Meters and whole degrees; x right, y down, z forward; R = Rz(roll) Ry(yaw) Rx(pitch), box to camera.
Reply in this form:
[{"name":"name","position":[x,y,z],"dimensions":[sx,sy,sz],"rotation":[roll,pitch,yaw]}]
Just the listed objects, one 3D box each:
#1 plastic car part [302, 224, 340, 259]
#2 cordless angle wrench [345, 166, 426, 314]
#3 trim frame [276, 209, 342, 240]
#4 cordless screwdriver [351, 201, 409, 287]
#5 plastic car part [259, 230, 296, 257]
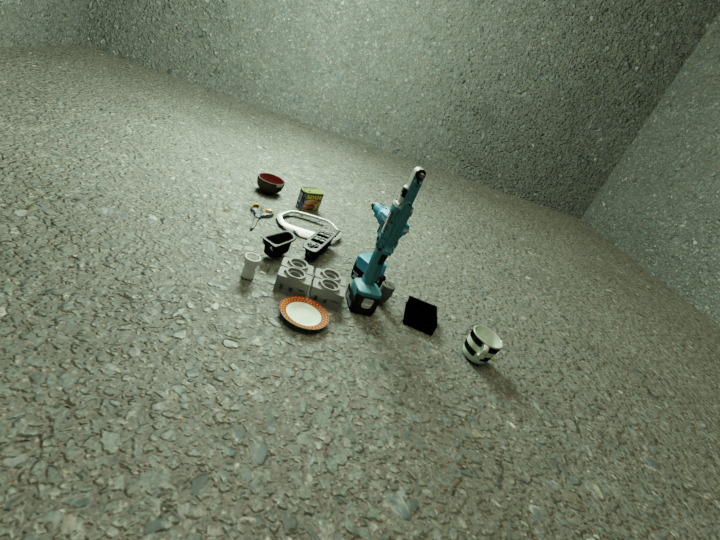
[{"name":"plastic car part","position":[-0.135,-0.088,1.383],"dimensions":[0.068,0.066,0.201],"rotation":[26,27,7]},{"name":"cordless angle wrench","position":[0.070,-0.075,1.108],"dimensions":[0.072,0.419,0.102],"rotation":[15,27,-18]},{"name":"trim frame","position":[-0.185,-0.162,1.530],"dimensions":[0.245,0.027,0.189],"rotation":[16,27,-8]},{"name":"cordless screwdriver","position":[0.045,-0.077,1.288],"dimensions":[0.071,0.246,0.168],"rotation":[3,32,-36]},{"name":"plastic car part","position":[-0.246,-0.072,1.272],"dimensions":[0.069,0.070,0.112],"rotation":[34,29,23]}]
